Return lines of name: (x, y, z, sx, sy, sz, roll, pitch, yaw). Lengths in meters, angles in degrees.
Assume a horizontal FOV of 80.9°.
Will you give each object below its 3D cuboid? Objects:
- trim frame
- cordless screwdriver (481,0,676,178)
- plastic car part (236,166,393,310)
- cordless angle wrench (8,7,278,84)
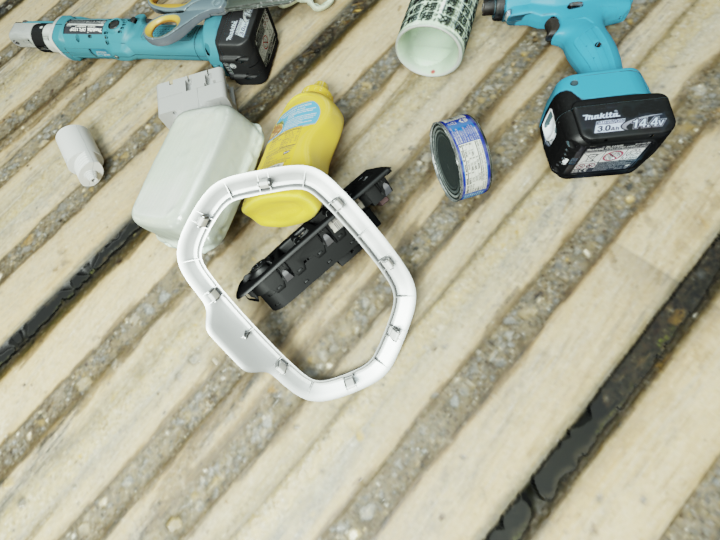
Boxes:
trim frame: (-0.057, 0.016, 0.400, 0.184, 0.028, 0.243, -39, 101, 3)
cordless screwdriver: (0.223, -0.225, 0.463, 0.162, 0.072, 0.253, 0, 68, 9)
plastic car part: (-0.044, -0.029, 0.451, 0.202, 0.064, 0.069, -38, 25, -6)
cordless angle wrench: (-0.328, -0.328, 0.596, 0.434, 0.071, 0.099, 9, 74, 15)
